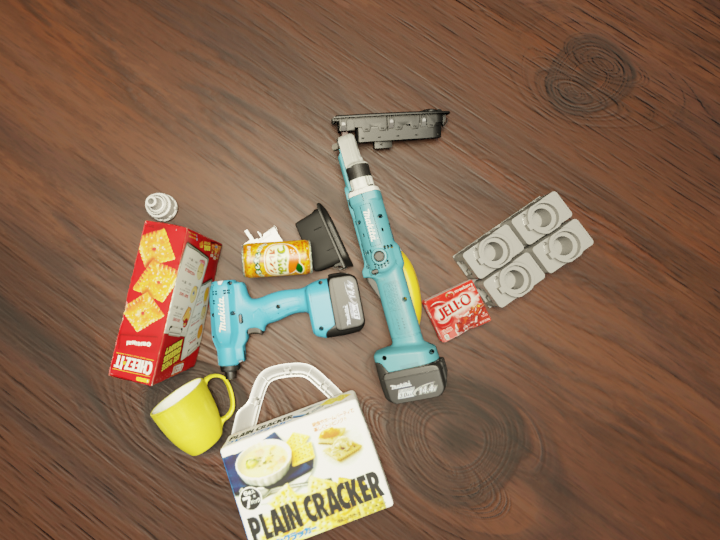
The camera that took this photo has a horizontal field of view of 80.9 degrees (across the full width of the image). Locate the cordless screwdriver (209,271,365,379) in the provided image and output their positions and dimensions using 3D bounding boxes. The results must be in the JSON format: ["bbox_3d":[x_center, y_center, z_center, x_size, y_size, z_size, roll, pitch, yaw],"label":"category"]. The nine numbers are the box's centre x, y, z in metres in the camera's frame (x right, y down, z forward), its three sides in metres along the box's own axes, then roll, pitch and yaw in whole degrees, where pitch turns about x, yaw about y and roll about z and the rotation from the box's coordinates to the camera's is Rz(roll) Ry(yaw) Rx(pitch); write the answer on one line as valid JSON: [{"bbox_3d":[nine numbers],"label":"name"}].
[{"bbox_3d":[-0.118,0.086,0.682,0.250,0.073,0.160,-6,85,3],"label":"cordless screwdriver"}]

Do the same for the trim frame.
[{"bbox_3d":[-0.116,0.275,0.683,0.185,0.027,0.249,12,86,3],"label":"trim frame"}]

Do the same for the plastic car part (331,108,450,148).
[{"bbox_3d":[0.055,-0.244,0.722,0.203,0.067,0.067,-7,95,-1],"label":"plastic car part"}]

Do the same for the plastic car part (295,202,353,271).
[{"bbox_3d":[-0.069,-0.045,0.706,0.072,0.064,0.118,-29,82,10],"label":"plastic car part"}]

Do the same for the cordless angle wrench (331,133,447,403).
[{"bbox_3d":[0.032,-0.019,0.664,0.100,0.072,0.428,-17,81,14],"label":"cordless angle wrench"}]
